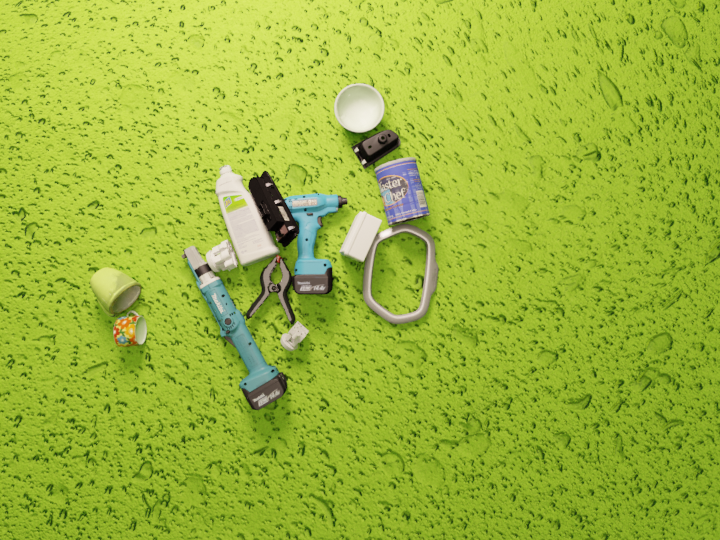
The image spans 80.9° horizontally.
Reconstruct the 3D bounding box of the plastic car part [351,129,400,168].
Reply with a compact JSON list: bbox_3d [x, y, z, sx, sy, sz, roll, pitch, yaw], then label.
[{"bbox_3d":[0.044,-0.313,1.043,0.117,0.071,0.066,-30,91,2],"label":"plastic car part"}]

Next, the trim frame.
[{"bbox_3d":[0.101,0.008,1.046,0.185,0.027,0.249,6,85,3],"label":"trim frame"}]

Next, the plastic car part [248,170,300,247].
[{"bbox_3d":[-0.220,-0.153,1.016,0.067,0.064,0.211,-47,57,38],"label":"plastic car part"}]

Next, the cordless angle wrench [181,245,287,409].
[{"bbox_3d":[-0.317,0.125,1.029,0.098,0.074,0.427,-30,84,-2],"label":"cordless angle wrench"}]

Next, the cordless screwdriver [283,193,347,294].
[{"bbox_3d":[-0.101,-0.066,1.033,0.159,0.074,0.251,-6,83,0],"label":"cordless screwdriver"}]
